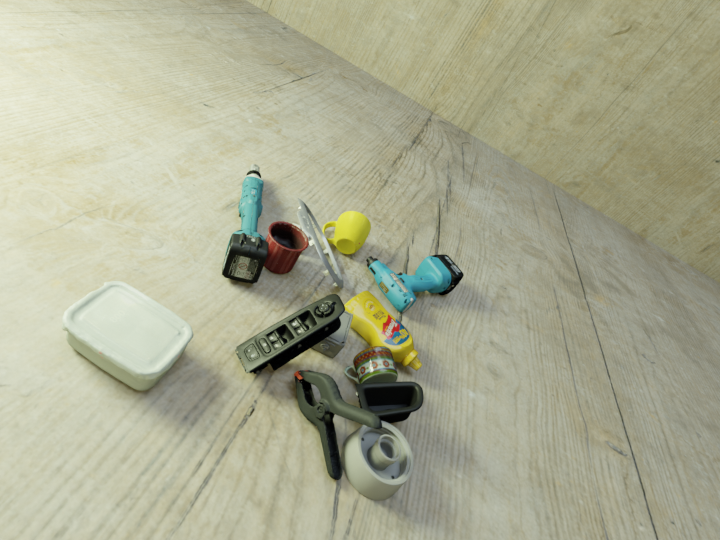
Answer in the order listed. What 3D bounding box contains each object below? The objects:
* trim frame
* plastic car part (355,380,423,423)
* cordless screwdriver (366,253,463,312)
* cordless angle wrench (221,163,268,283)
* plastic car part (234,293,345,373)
[{"bbox_3d":[-0.094,-0.061,0.959,0.028,0.175,0.260,-25,52,3],"label":"trim frame"},{"bbox_3d":[0.049,0.238,0.735,0.114,0.069,0.069,1,39,-15],"label":"plastic car part"},{"bbox_3d":[0.137,0.009,1.083,0.239,0.074,0.167,-13,54,-40],"label":"cordless screwdriver"},{"bbox_3d":[-0.256,-0.144,0.980,0.072,0.097,0.439,14,35,-20],"label":"cordless angle wrench"},{"bbox_3d":[-0.109,0.115,0.731,0.201,0.064,0.070,-34,34,-13],"label":"plastic car part"}]
